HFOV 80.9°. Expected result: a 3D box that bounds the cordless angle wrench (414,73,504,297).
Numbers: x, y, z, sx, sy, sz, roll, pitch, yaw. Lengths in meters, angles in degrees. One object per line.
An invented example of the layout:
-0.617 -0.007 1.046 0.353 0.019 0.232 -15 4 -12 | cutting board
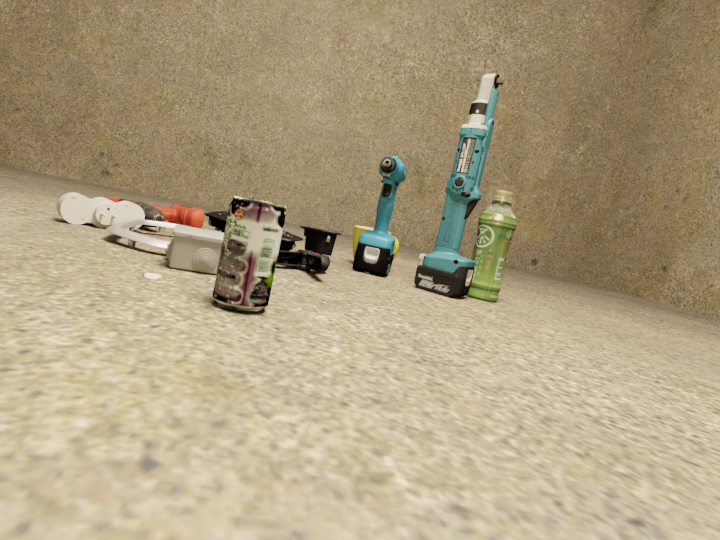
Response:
0.199 -0.162 0.808 0.103 0.421 0.071 15 5 34 | cordless angle wrench

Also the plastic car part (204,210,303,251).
-0.213 -0.068 0.831 0.211 0.067 0.064 14 6 21 | plastic car part

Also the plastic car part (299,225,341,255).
-0.094 -0.062 0.964 0.063 0.070 0.122 9 7 -27 | plastic car part

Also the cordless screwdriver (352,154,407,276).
0.044 -0.114 0.882 0.076 0.248 0.156 13 5 11 | cordless screwdriver

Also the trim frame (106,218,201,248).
-0.318 -0.056 0.717 0.180 0.027 0.255 10 7 -14 | trim frame
